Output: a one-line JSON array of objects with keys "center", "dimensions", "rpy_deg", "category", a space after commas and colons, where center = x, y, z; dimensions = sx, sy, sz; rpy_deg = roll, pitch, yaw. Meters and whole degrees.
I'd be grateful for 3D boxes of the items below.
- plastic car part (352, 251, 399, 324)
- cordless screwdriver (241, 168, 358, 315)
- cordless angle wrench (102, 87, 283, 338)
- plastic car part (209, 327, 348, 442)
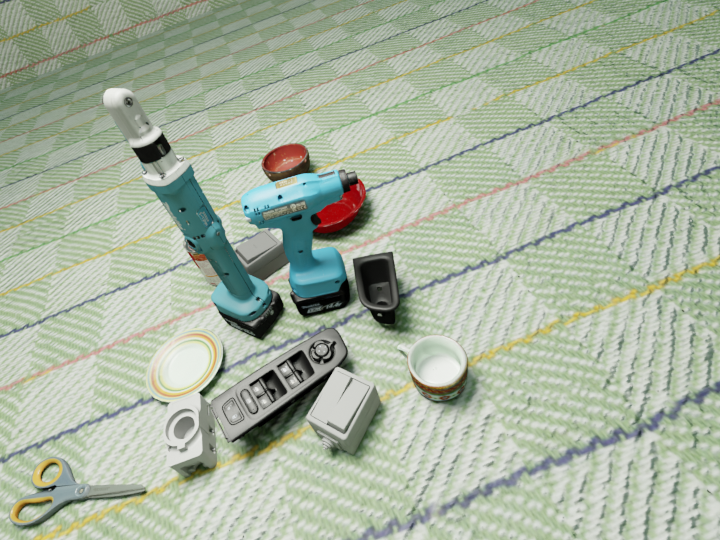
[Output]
[{"center": [0.030, 0.036, 0.658], "dimensions": [0.067, 0.068, 0.121], "rpy_deg": [-12, 46, 6], "category": "plastic car part"}, {"center": [-0.063, -0.041, 0.641], "dimensions": [0.160, 0.237, 0.077], "rpy_deg": [-15, 46, 2], "category": "cordless screwdriver"}, {"center": [-0.220, -0.055, 0.590], "dimensions": [0.103, 0.404, 0.074], "rpy_deg": [17, 54, 28], "category": "cordless angle wrench"}, {"center": [-0.102, 0.160, 0.592], "dimensions": [0.201, 0.064, 0.070], "rpy_deg": [-35, 48, -14], "category": "plastic car part"}]
